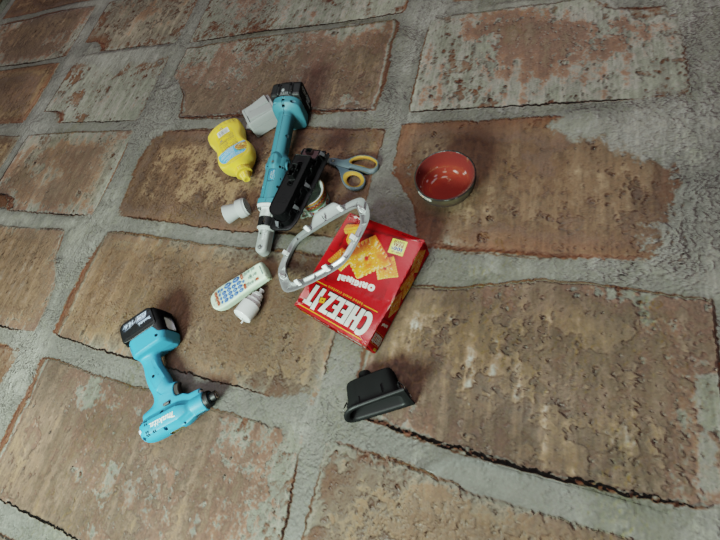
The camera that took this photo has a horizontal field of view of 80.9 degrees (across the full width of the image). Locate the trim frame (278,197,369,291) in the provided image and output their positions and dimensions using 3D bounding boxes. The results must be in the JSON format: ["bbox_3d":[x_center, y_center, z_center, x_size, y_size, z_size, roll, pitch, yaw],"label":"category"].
[{"bbox_3d":[-0.079,-0.052,0.809,0.255,0.026,0.188,-27,39,37],"label":"trim frame"}]

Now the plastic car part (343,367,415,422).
[{"bbox_3d":[0.020,0.199,0.702,0.118,0.062,0.073,-20,47,13],"label":"plastic car part"}]

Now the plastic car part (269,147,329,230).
[{"bbox_3d":[-0.132,-0.174,0.870,0.069,0.064,0.204,16,76,19],"label":"plastic car part"}]

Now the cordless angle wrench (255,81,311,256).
[{"bbox_3d":[-0.187,-0.235,0.963,0.076,0.094,0.429,1,70,15],"label":"cordless angle wrench"}]

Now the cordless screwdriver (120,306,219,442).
[{"bbox_3d":[-0.382,0.190,0.845,0.160,0.071,0.259,-30,63,4],"label":"cordless screwdriver"}]
